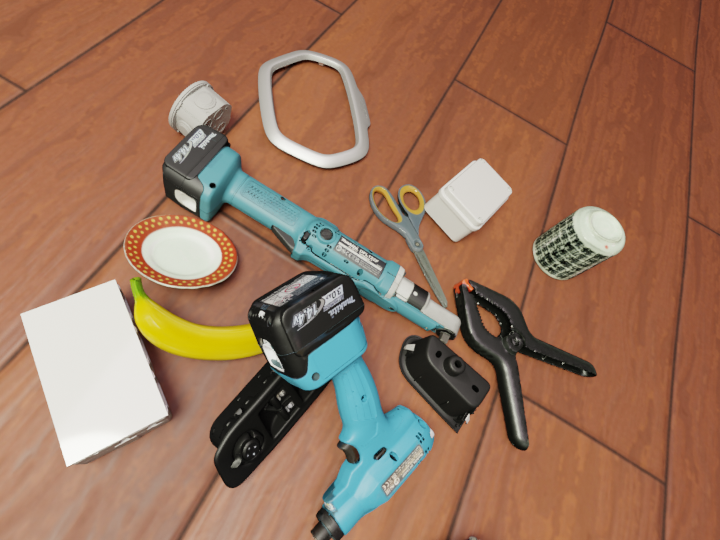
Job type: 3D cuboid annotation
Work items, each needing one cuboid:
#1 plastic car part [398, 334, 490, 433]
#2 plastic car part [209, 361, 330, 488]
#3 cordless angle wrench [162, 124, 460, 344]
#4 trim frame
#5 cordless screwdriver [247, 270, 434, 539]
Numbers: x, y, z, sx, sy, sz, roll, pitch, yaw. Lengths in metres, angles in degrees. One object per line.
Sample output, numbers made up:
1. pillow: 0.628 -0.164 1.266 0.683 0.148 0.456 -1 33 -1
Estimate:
1. plastic car part: 0.104 0.124 0.505 0.118 0.071 0.065 45 60 5
2. plastic car part: -0.089 0.126 0.457 0.071 0.063 0.201 14 51 34
3. cordless angle wrench: -0.054 -0.035 0.548 0.423 0.074 0.098 32 61 0
4. trim frame: -0.072 -0.266 0.683 0.180 0.027 0.256 -5 63 -15
5. cordless screwdriver: -0.030 0.133 0.416 0.156 0.078 0.242 -36 108 -28
